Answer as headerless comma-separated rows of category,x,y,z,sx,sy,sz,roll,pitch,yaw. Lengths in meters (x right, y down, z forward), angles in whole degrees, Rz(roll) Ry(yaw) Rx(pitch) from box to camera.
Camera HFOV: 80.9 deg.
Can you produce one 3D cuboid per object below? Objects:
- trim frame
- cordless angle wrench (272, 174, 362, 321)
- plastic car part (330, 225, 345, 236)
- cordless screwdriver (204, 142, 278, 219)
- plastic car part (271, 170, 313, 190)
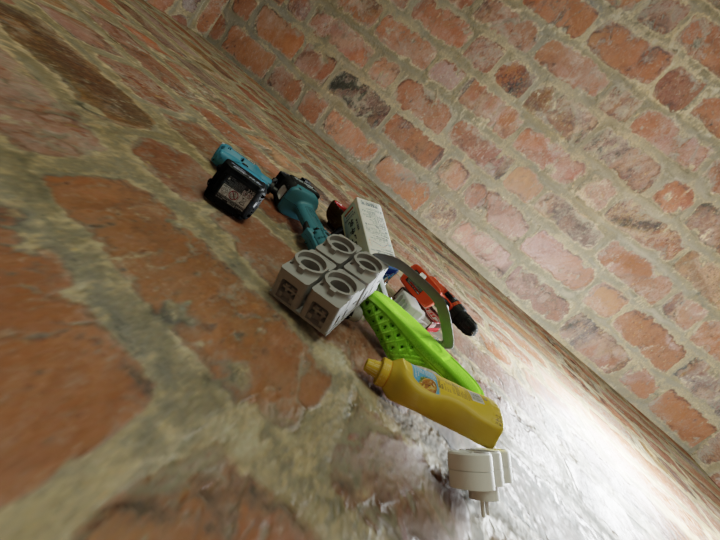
trim frame,0.092,0.059,0.779,0.195,0.027,0.236,28,-27,39
cordless angle wrench,-0.084,-0.055,0.855,0.093,0.075,0.445,25,23,-39
plastic car part,-0.024,-0.071,1.063,0.115,0.066,0.072,34,2,-8
cordless screwdriver,-0.227,-0.174,0.847,0.153,0.074,0.259,33,13,-25
plastic car part,-0.170,-0.216,1.115,0.069,0.067,0.194,54,23,19
